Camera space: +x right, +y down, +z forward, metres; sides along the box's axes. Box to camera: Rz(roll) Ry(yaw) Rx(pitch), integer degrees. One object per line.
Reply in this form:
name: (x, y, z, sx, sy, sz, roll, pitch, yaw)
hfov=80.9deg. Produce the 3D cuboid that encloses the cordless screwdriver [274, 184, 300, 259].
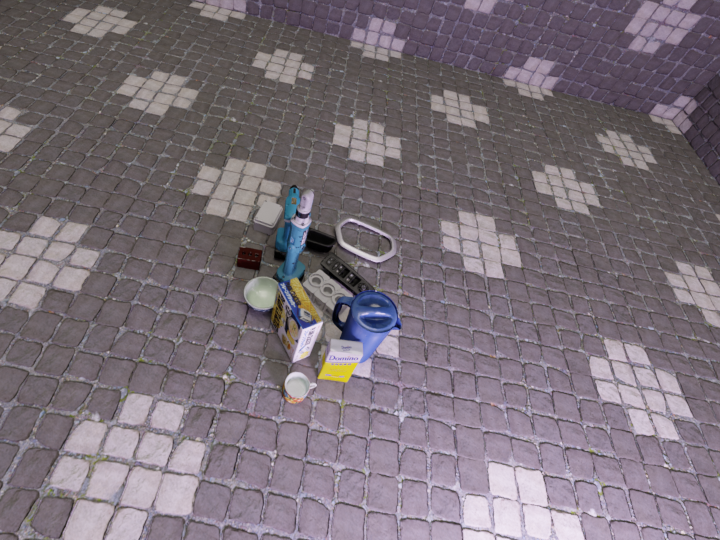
cordless screwdriver: (-0.241, -0.157, 1.427, 0.073, 0.245, 0.164, 7, 52, -13)

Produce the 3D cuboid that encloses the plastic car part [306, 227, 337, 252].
plastic car part: (-0.148, -0.097, 1.514, 0.117, 0.070, 0.066, 21, 50, 2)

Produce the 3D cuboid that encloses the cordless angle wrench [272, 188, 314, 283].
cordless angle wrench: (-0.192, -0.083, 1.268, 0.076, 0.417, 0.097, 35, 51, 9)

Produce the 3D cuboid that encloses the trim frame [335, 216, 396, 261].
trim frame: (0.019, -0.120, 1.599, 0.251, 0.027, 0.185, 22, 51, 5)

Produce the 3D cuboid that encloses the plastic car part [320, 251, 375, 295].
plastic car part: (-0.047, 0.029, 1.440, 0.209, 0.066, 0.065, 36, 52, 15)
